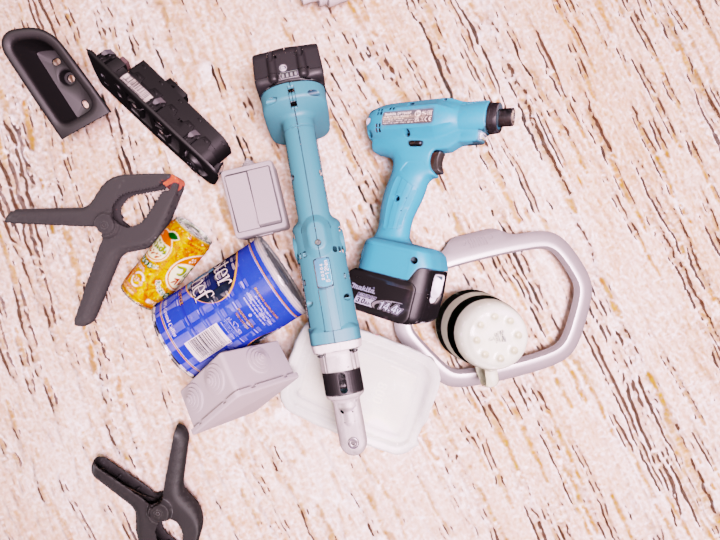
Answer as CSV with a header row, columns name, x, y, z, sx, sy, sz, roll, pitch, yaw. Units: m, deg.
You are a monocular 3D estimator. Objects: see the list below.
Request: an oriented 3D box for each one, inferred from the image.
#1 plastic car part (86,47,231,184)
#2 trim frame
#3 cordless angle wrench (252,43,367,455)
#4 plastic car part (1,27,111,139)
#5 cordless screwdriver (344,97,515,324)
name,x,y,z,sx,sy,sz,roll,pitch,yaw
plastic car part,-0.231,-0.186,0.509,0.203,0.067,0.066,47,63,1
trim frame,0.162,0.042,0.521,0.249,0.027,0.184,-14,90,1
cordless angle wrench,-0.044,-0.029,0.450,0.074,0.096,0.429,-10,80,-1
plastic car part,-0.350,-0.223,0.499,0.066,0.073,0.113,-30,108,-3
cordless screwdriver,0.072,-0.066,0.466,0.167,0.071,0.249,7,89,34
